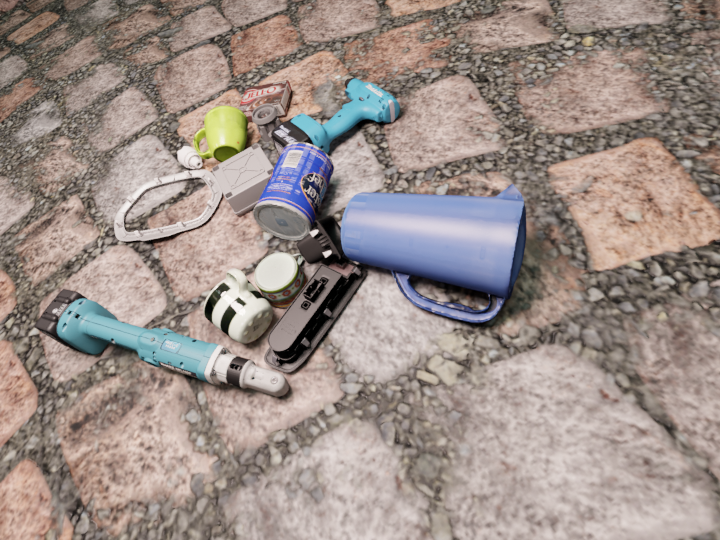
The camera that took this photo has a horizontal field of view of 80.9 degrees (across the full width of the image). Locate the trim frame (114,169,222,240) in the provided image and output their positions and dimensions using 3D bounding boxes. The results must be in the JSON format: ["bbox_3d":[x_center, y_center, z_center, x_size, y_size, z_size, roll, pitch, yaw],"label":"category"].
[{"bbox_3d":[-0.402,-0.136,0.876,0.252,0.026,0.190,-9,56,10],"label":"trim frame"}]

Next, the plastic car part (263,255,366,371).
[{"bbox_3d":[-0.071,0.057,0.625,0.069,0.064,0.203,27,71,21],"label":"plastic car part"}]

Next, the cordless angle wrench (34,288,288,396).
[{"bbox_3d":[-0.303,0.117,0.641,0.438,0.094,0.075,11,58,20],"label":"cordless angle wrench"}]

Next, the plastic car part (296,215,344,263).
[{"bbox_3d":[-0.066,-0.043,0.673,0.071,0.065,0.116,-31,6,10],"label":"plastic car part"}]

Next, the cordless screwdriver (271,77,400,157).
[{"bbox_3d":[-0.063,-0.307,0.856,0.247,0.071,0.168,-33,54,-11],"label":"cordless screwdriver"}]
